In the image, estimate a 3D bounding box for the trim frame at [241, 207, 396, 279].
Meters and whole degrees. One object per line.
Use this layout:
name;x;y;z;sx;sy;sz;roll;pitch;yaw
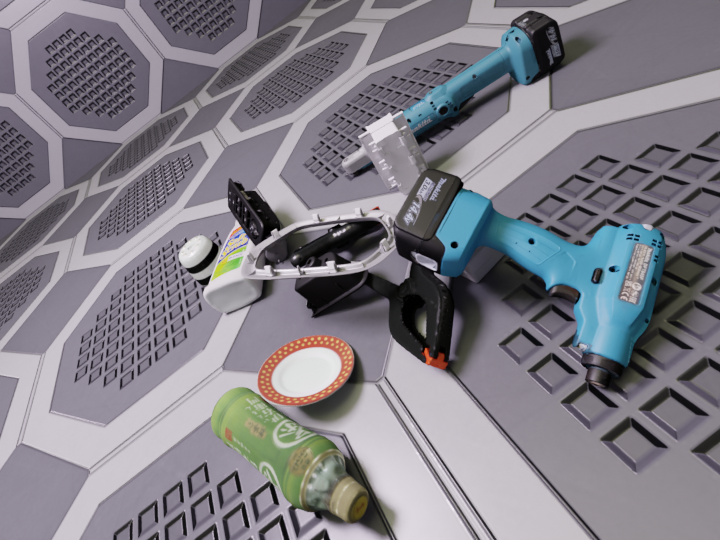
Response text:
trim frame;-0.058;-0.038;0.597;0.258;0.026;0.184;-2;36;26

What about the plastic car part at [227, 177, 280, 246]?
plastic car part;-0.203;-0.107;0.805;0.214;0.064;0.065;50;131;48

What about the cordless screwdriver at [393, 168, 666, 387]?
cordless screwdriver;0.154;-0.002;0.435;0.258;0.071;0.160;21;74;20

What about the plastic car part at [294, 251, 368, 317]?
plastic car part;-0.052;0.008;0.615;0.119;0.068;0.068;-35;35;37

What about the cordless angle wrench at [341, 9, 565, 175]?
cordless angle wrench;0.146;-0.305;0.781;0.428;0.093;0.077;-30;42;15
